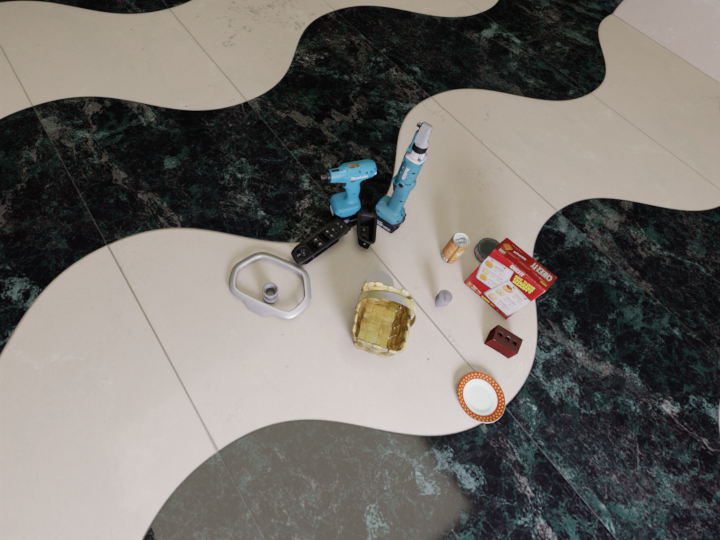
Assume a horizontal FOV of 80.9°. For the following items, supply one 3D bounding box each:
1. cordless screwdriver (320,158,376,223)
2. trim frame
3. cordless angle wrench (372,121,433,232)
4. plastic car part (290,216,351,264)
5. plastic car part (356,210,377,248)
[{"bbox_3d":[-0.053,-0.232,1.274,0.156,0.245,0.077,-13,66,-17],"label":"cordless screwdriver"},{"bbox_3d":[-0.259,0.042,1.218,0.252,0.027,0.185,22,60,6],"label":"trim frame"},{"bbox_3d":[0.127,-0.259,1.211,0.100,0.417,0.074,37,61,9],"label":"cordless angle wrench"},{"bbox_3d":[-0.125,-0.082,1.282,0.200,0.066,0.068,-36,72,-24],"label":"plastic car part"},{"bbox_3d":[0.014,-0.117,1.317,0.065,0.070,0.119,7,60,-6],"label":"plastic car part"}]
